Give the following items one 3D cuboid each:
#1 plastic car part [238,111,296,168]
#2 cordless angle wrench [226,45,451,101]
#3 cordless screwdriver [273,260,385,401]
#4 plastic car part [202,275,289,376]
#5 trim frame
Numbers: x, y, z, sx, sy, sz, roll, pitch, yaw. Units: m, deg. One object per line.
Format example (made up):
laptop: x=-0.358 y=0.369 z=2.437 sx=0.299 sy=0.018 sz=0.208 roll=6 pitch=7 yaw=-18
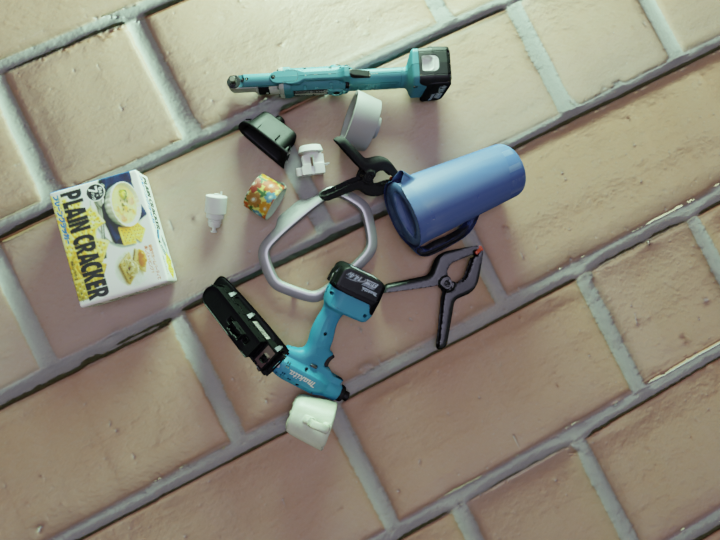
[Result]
plastic car part: x=-0.170 y=-0.267 z=0.819 sx=0.117 sy=0.066 sz=0.070 roll=42 pitch=69 yaw=2
cordless angle wrench: x=-0.046 y=-0.371 z=0.821 sx=0.423 sy=0.098 sz=0.074 roll=-3 pitch=89 yaw=0
cordless screwdriver: x=-0.038 y=0.117 z=0.783 sx=0.155 sy=0.076 sz=0.248 roll=31 pitch=93 yaw=-13
plastic car part: x=-0.221 y=0.095 z=0.759 sx=0.211 sy=0.064 sz=0.066 roll=46 pitch=105 yaw=22
trim frame: x=-0.080 y=-0.053 z=0.822 sx=0.248 sy=0.027 sz=0.184 roll=-41 pitch=91 yaw=-4
